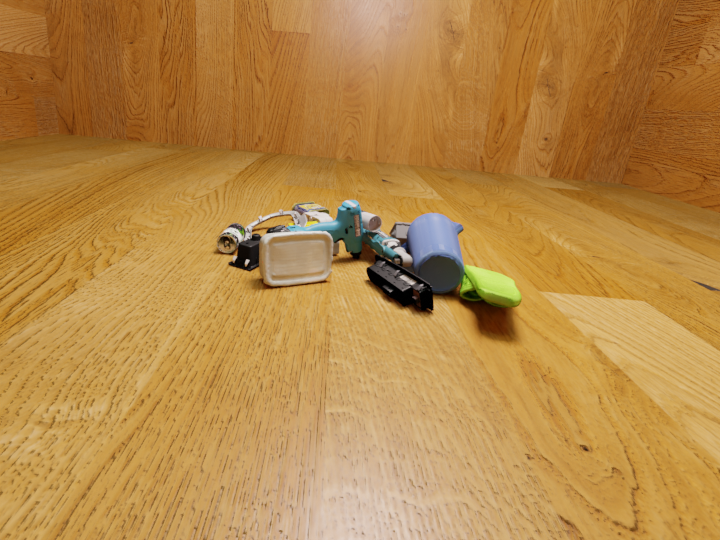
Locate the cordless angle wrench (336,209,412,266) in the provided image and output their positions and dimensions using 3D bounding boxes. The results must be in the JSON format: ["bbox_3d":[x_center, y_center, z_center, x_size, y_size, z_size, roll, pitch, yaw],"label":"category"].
[{"bbox_3d":[0.036,-0.087,1.138,0.095,0.073,0.441,-2,19,-19],"label":"cordless angle wrench"}]

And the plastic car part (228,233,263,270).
[{"bbox_3d":[-0.261,-0.053,1.034,0.068,0.069,0.114,15,26,19],"label":"plastic car part"}]

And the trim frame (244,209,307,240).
[{"bbox_3d":[-0.240,-0.120,1.194,0.183,0.027,0.258,-15,28,-5],"label":"trim frame"}]

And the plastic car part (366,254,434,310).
[{"bbox_3d":[0.075,0.028,0.926,0.066,0.064,0.214,-28,33,-14],"label":"plastic car part"}]

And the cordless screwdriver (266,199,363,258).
[{"bbox_3d":[-0.103,-0.067,1.053,0.243,0.154,0.078,-21,33,-20],"label":"cordless screwdriver"}]
